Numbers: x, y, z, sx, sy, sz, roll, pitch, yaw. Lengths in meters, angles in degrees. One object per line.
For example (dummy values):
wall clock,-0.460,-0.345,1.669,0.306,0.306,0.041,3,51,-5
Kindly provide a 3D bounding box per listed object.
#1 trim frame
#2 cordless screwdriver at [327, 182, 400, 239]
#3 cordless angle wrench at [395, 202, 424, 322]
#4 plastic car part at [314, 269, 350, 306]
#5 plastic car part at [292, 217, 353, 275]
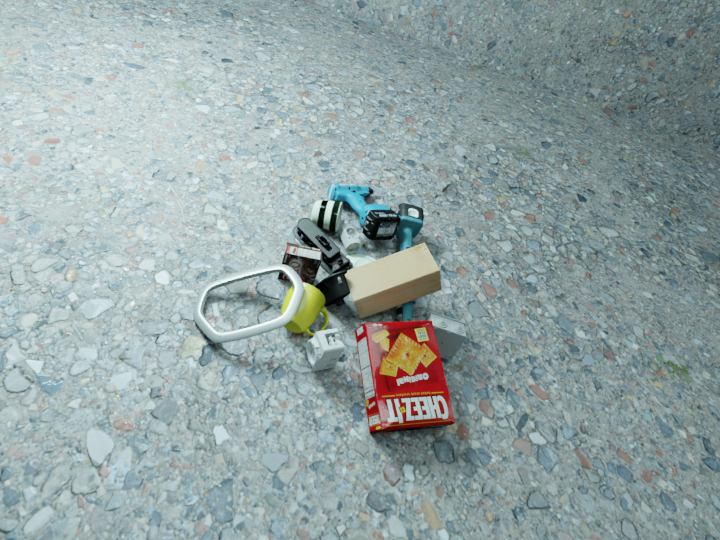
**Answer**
trim frame,-0.244,0.065,0.922,0.248,0.026,0.192,-17,52,-1
cordless screwdriver,0.026,-0.186,1.246,0.153,0.073,0.263,-7,38,-33
cordless angle wrench,0.121,-0.005,1.126,0.073,0.097,0.433,14,50,-9
plastic car part,-0.062,0.051,1.000,0.064,0.118,0.072,-16,81,-30
plastic car part,-0.110,-0.072,1.122,0.066,0.064,0.213,-39,61,-15
